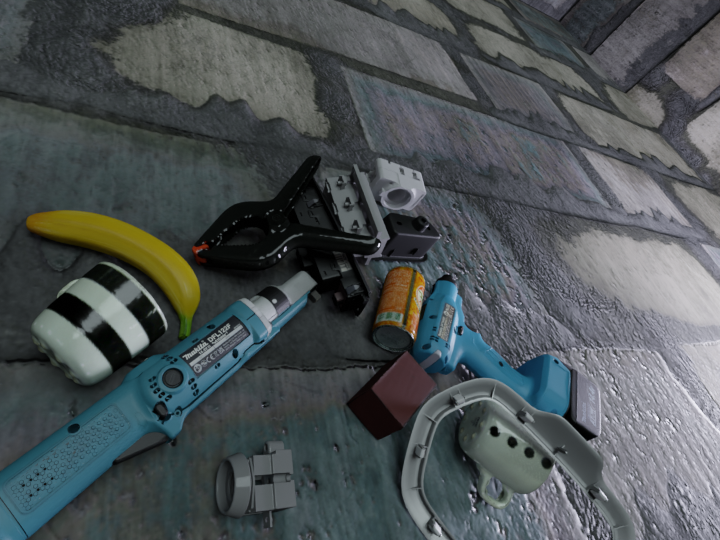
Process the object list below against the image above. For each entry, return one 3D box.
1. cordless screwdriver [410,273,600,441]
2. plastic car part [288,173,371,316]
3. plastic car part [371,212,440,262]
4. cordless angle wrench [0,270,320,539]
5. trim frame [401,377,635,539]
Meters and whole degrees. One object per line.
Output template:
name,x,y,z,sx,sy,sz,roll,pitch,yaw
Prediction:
cordless screwdriver,0.190,0.115,0.571,0.249,0.074,0.159,31,45,-1
plastic car part,-0.054,-0.036,0.556,0.066,0.065,0.211,-14,62,-12
plastic car part,0.068,-0.055,0.633,0.112,0.071,0.068,3,57,-27
cordless angle wrench,-0.168,0.105,0.364,0.099,0.075,0.415,44,43,4
trim frame,0.155,0.229,0.422,0.183,0.027,0.254,-41,79,-8
